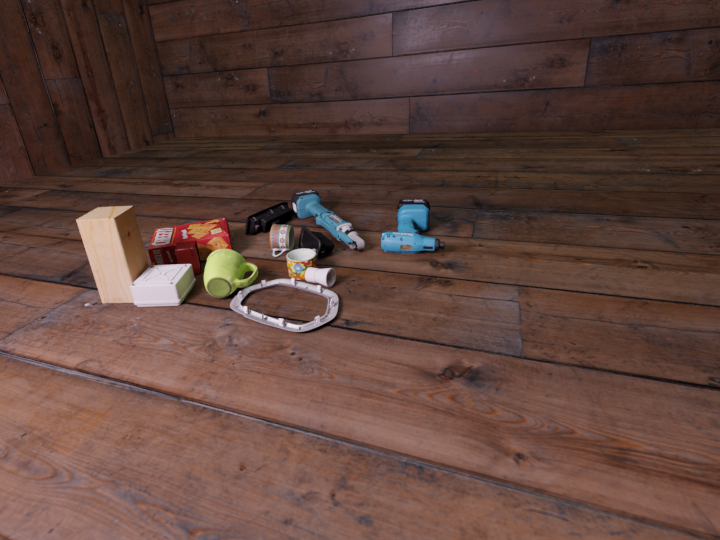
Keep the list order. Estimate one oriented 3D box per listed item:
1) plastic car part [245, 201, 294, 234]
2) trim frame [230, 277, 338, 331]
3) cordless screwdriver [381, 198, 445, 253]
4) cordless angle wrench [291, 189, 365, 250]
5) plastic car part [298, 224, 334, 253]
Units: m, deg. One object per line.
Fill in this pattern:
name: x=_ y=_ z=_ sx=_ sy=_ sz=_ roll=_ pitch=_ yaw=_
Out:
plastic car part: x=-0.280 y=-0.168 z=1.356 sx=0.070 sy=0.065 sz=0.199 roll=18 pitch=33 yaw=21
trim frame: x=-0.161 y=0.067 z=0.898 sx=0.261 sy=0.027 sz=0.180 roll=14 pitch=33 yaw=31
cordless screwdriver: x=0.159 y=-0.120 z=1.171 sx=0.164 sy=0.072 sz=0.249 roll=3 pitch=31 yaw=16
cordless angle wrench: x=-0.096 y=-0.152 z=1.286 sx=0.095 sy=0.072 sz=0.446 roll=-16 pitch=30 yaw=-23
plastic car part: x=-0.112 y=-0.073 z=1.145 sx=0.068 sy=0.065 sz=0.123 roll=-3 pitch=24 yaw=-35
